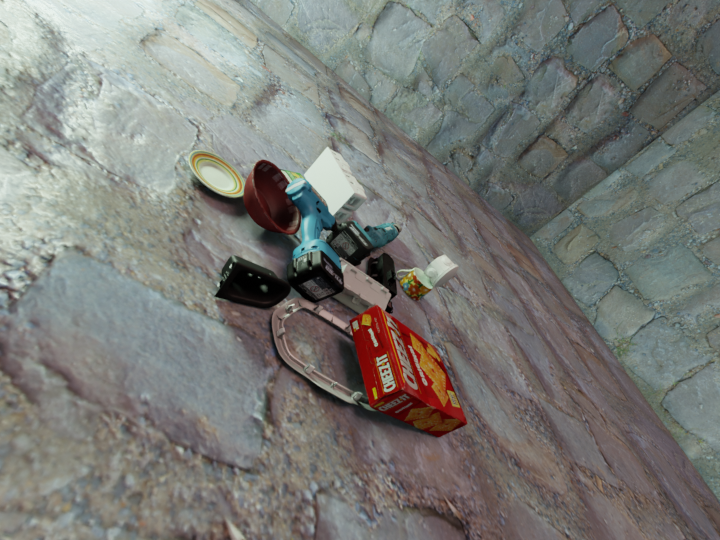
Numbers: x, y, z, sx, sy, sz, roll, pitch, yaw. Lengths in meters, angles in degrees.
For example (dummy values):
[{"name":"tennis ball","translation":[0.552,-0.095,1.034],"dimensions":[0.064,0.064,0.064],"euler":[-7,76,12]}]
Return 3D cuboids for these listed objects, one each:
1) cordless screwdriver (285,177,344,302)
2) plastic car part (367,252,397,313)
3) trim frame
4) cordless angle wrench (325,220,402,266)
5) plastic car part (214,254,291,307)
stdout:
[{"name":"cordless screwdriver","translation":[-0.082,-0.054,0.841],"dimensions":[0.150,0.076,0.258],"euler":[45,27,-46]},{"name":"plastic car part","translation":[0.052,0.020,0.990],"dimensions":[0.064,0.067,0.208],"euler":[29,26,-17]},{"name":"trim frame","translation":[-0.045,0.136,0.710],"dimensions":[0.240,0.028,0.189],"euler":[36,28,-21]},{"name":"cordless angle wrench","translation":[0.041,-0.092,1.133],"dimensions":[0.100,0.075,0.411],"euler":[49,24,7]},{"name":"plastic car part","translation":[-0.176,0.012,0.679],"dimensions":[0.110,0.066,0.075],"euler":[22,20,-44]}]
